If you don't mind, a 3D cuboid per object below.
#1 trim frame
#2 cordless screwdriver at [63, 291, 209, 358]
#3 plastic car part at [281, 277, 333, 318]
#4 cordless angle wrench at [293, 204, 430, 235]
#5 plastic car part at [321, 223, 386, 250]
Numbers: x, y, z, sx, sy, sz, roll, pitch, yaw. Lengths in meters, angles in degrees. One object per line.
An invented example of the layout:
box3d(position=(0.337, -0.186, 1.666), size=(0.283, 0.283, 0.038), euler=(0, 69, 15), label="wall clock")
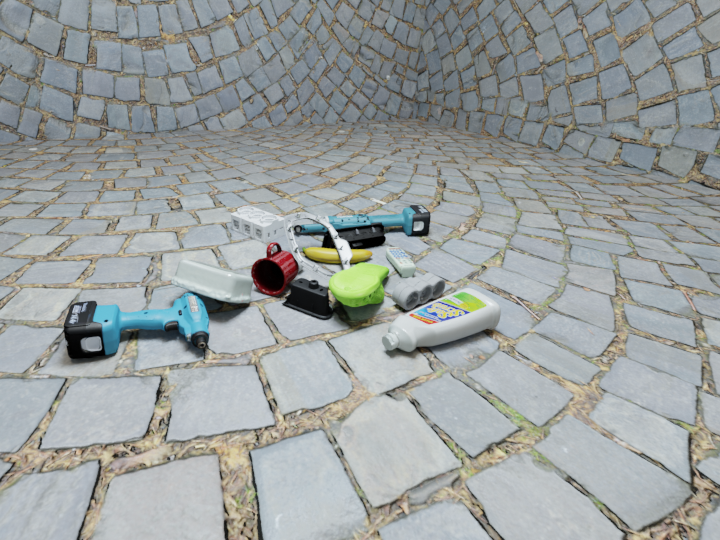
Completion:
box3d(position=(-0.106, -0.069, 1.082), size=(0.175, 0.027, 0.260), euler=(11, 38, -32), label="trim frame")
box3d(position=(-0.414, 0.111, 0.799), size=(0.240, 0.073, 0.168), euler=(-7, 29, -25), label="cordless screwdriver")
box3d(position=(-0.109, 0.052, 0.929), size=(0.122, 0.069, 0.064), euler=(15, 30, 29), label="plastic car part")
box3d(position=(0.001, -0.147, 1.318), size=(0.418, 0.072, 0.101), euler=(-4, 28, -7), label="cordless angle wrench")
box3d(position=(-0.007, -0.091, 1.216), size=(0.196, 0.065, 0.071), euler=(-14, 41, -28), label="plastic car part")
